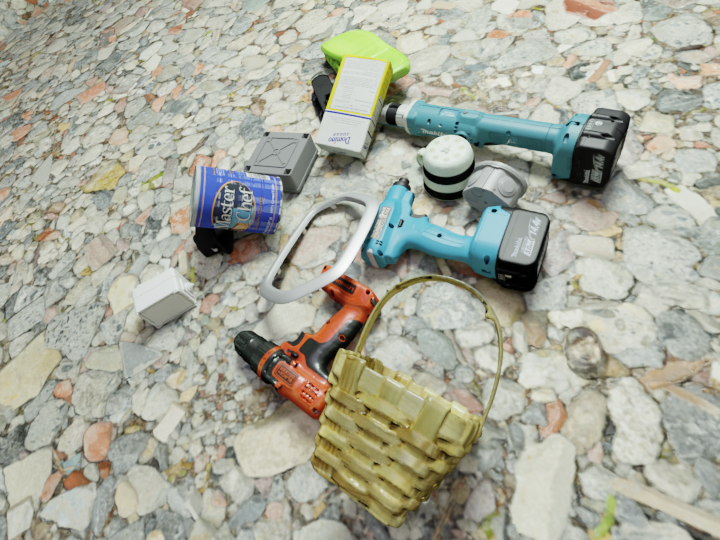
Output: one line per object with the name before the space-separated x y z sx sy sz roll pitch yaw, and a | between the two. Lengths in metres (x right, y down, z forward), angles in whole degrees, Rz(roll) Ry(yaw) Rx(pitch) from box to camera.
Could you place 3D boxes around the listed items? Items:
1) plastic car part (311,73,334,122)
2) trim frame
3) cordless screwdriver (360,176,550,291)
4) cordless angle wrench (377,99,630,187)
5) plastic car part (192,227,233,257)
plastic car part | -0.061 -0.335 0.862 0.067 0.063 0.212 -28 52 9
trim frame | -0.065 -0.042 0.661 0.192 0.026 0.250 -7 44 36
cordless screwdriver | 0.135 -0.064 0.617 0.260 0.070 0.160 10 63 28
cordless angle wrench | 0.181 -0.236 0.699 0.446 0.093 0.074 24 72 33
plastic car part | -0.278 -0.075 0.781 0.073 0.062 0.120 -22 57 22
